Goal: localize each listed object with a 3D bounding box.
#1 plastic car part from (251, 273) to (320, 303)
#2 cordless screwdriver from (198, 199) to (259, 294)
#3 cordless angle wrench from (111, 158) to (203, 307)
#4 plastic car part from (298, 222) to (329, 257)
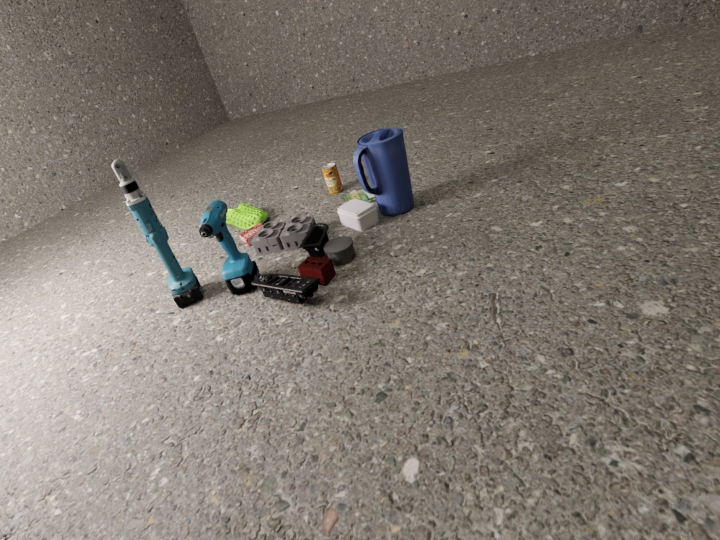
[{"bbox_3d":[-0.183,0.043,1.036,0.214,0.064,0.065,9,39,38],"label":"plastic car part"},{"bbox_3d":[-0.345,-0.046,1.096,0.075,0.239,0.164,-15,29,5],"label":"cordless screwdriver"},{"bbox_3d":[-0.539,-0.094,1.116,0.073,0.407,0.103,-24,29,-13],"label":"cordless angle wrench"},{"bbox_3d":[-0.116,-0.076,1.182,0.068,0.068,0.117,-5,33,22],"label":"plastic car part"}]
